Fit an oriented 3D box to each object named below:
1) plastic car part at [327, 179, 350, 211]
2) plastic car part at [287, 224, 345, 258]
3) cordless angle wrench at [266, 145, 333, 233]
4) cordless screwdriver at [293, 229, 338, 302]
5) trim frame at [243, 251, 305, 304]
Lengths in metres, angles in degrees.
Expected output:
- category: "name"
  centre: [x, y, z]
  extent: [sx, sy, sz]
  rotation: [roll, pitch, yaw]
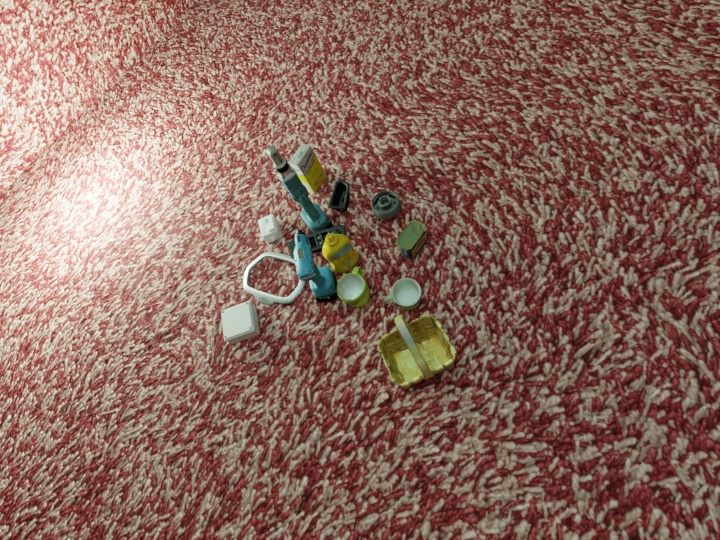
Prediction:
- category: "plastic car part"
  centre: [-0.064, -0.254, 1.493]
  extent: [0.068, 0.067, 0.118]
  rotation: [5, 66, 21]
- category: "plastic car part"
  centre: [-0.141, -0.092, 1.439]
  extent: [0.205, 0.064, 0.069]
  rotation: [-21, 59, 8]
- category: "cordless angle wrench"
  centre: [-0.195, -0.246, 1.338]
  extent: [0.074, 0.403, 0.103]
  rotation: [-37, 60, -4]
- category: "cordless screwdriver"
  centre: [-0.141, -0.008, 1.292]
  extent: [0.075, 0.237, 0.165]
  rotation: [-18, 60, 7]
- category: "trim frame"
  centre: [-0.298, 0.026, 1.456]
  extent: [0.259, 0.026, 0.185]
  rotation: [13, 69, 25]
